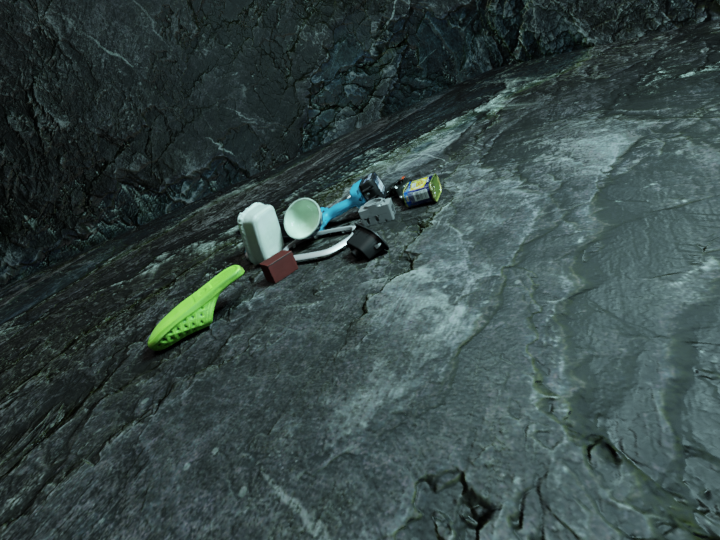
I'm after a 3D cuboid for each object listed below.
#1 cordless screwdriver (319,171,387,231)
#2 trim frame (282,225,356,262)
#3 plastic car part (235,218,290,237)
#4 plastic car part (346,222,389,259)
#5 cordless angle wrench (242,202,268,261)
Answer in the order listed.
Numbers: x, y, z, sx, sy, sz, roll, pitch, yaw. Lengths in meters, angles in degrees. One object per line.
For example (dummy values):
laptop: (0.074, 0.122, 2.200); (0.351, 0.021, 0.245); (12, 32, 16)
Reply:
cordless screwdriver: (-0.044, -0.207, 1.287); (0.253, 0.072, 0.161); (-28, 21, 20)
trim frame: (-0.114, -0.074, 1.164); (0.258, 0.026, 0.183); (-10, 28, 31)
plastic car part: (-0.291, -0.132, 1.321); (0.201, 0.065, 0.069); (-4, 32, -5)
plastic car part: (0.006, -0.059, 0.996); (0.071, 0.063, 0.122); (-42, 29, -6)
cordless angle wrench: (-0.355, -0.130, 1.445); (0.098, 0.072, 0.436); (-22, 26, 1)
